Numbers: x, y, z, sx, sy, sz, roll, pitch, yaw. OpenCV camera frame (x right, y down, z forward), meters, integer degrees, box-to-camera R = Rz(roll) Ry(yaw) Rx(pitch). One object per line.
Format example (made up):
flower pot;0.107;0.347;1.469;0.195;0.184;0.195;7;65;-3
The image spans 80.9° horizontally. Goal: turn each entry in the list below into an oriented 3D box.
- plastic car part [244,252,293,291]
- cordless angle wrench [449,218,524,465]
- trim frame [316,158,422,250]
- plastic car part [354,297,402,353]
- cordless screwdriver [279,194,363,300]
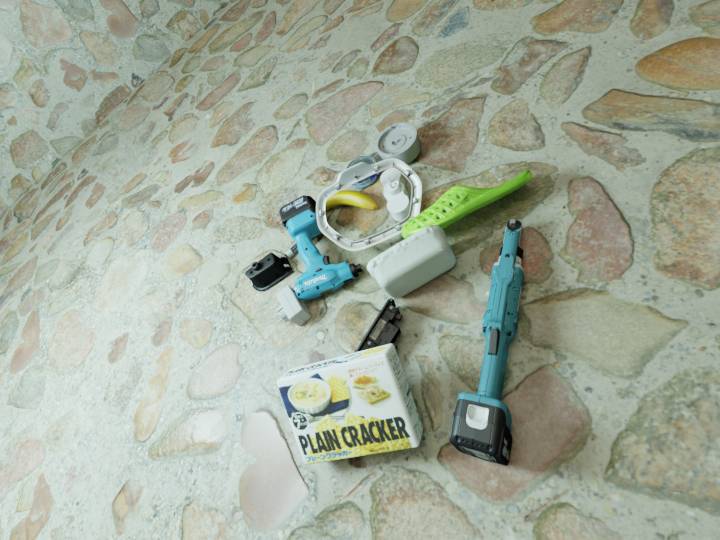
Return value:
plastic car part;-0.240;-0.001;1.060;0.117;0.067;0.069;-33;49;5
cordless angle wrench;0.236;0.091;0.718;0.078;0.093;0.427;2;59;31
trim frame;0.017;-0.150;0.945;0.251;0.027;0.188;-24;78;12
plastic car part;0.025;0.156;0.817;0.069;0.064;0.202;35;81;15
cordless screwdriver;-0.098;-0.064;1.003;0.161;0.071;0.258;-23;61;11
